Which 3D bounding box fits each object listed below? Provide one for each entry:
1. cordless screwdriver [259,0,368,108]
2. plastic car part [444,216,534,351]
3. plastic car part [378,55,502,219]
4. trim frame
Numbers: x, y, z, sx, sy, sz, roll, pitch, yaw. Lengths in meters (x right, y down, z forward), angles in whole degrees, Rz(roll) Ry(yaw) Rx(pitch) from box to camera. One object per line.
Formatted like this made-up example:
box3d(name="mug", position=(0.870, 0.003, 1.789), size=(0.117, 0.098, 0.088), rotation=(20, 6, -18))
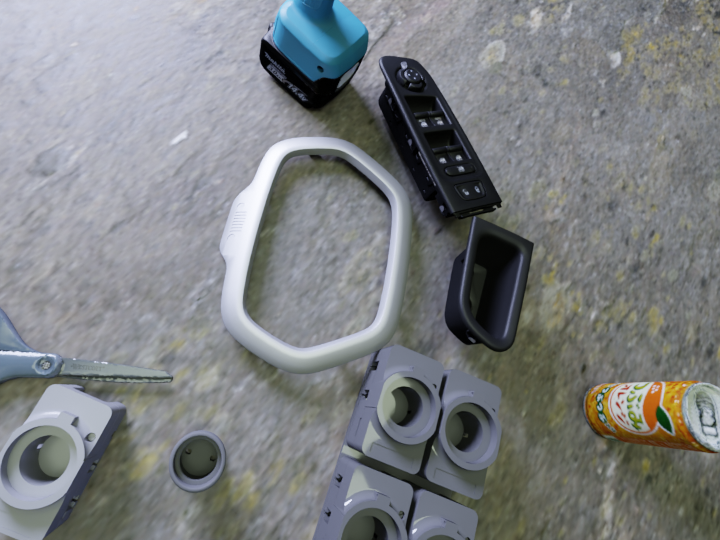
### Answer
box3d(name="cordless screwdriver", position=(-0.010, -0.243, 0.375), size=(0.160, 0.250, 0.074), rotation=(42, 67, 0))
box3d(name="plastic car part", position=(0.111, 0.020, 0.405), size=(0.065, 0.071, 0.117), rotation=(23, 68, -7))
box3d(name="plastic car part", position=(0.072, -0.142, 0.455), size=(0.065, 0.067, 0.207), rotation=(-16, 76, -19))
box3d(name="trim frame", position=(-0.040, -0.026, 0.413), size=(0.182, 0.027, 0.252), rotation=(13, 69, -8))
